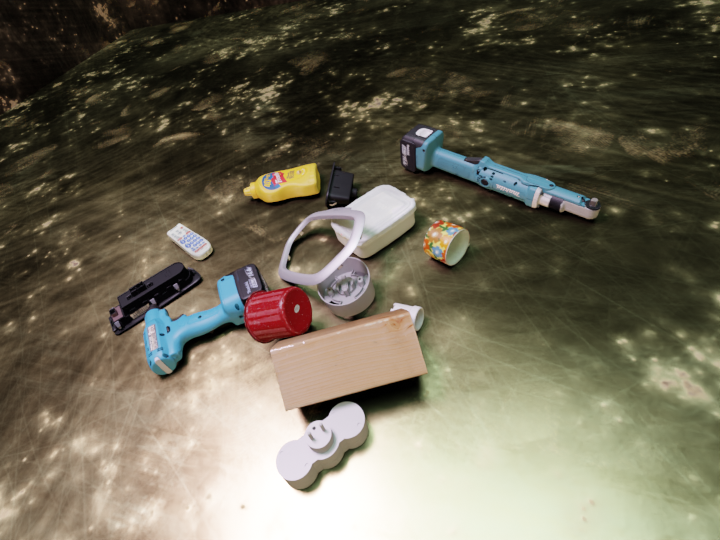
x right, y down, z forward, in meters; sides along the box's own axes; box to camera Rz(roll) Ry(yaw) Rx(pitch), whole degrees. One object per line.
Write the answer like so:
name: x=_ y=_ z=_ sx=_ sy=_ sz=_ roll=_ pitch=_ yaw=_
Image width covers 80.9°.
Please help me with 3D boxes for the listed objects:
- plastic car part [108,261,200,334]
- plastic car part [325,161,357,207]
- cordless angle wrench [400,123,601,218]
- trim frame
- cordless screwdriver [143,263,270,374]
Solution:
plastic car part: x=-0.438 y=0.044 z=0.887 sx=0.200 sy=0.064 sz=0.070 roll=-32 pitch=40 yaw=-18
plastic car part: x=-0.042 y=-0.191 z=0.996 sx=0.071 sy=0.064 sz=0.119 roll=5 pitch=50 yaw=0
cordless angle wrench: x=0.275 y=-0.202 z=0.892 sx=0.446 sy=0.094 sz=0.073 roll=32 pitch=61 yaw=33
trim frame: x=-0.081 y=-0.053 z=0.824 sx=0.260 sy=0.026 sz=0.184 roll=6 pitch=64 yaw=55
cordless screwdriver: x=-0.297 y=0.073 z=0.808 sx=0.247 sy=0.071 sz=0.168 roll=-30 pitch=46 yaw=-7
